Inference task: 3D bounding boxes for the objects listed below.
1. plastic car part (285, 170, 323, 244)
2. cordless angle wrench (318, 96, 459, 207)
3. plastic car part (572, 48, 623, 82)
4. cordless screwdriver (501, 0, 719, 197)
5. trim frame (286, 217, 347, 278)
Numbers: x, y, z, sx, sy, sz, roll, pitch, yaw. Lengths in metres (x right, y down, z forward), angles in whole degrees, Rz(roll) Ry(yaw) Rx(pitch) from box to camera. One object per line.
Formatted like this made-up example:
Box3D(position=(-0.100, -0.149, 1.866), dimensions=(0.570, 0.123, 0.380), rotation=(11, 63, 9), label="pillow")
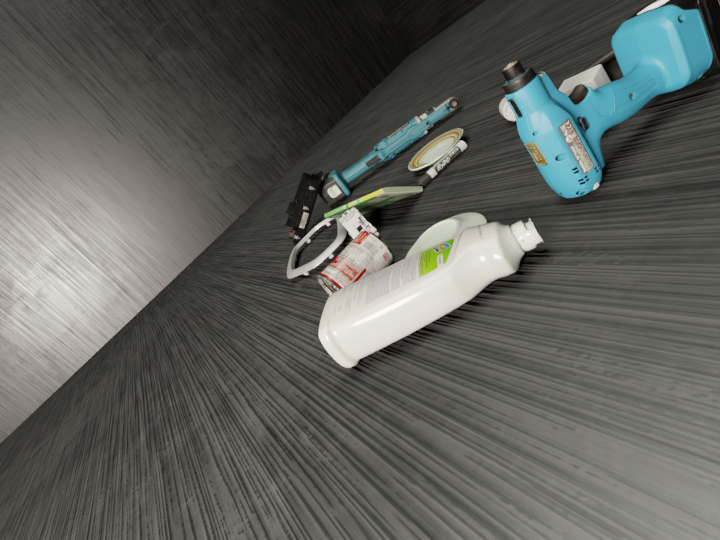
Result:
Box3D(position=(-0.155, -0.172, 1.115), dimensions=(0.203, 0.065, 0.068), rotation=(-69, 17, -2), label="plastic car part")
Box3D(position=(0.068, -0.319, 1.118), dimensions=(0.429, 0.072, 0.100), rotation=(-32, 22, 18), label="cordless angle wrench")
Box3D(position=(0.335, -0.259, 0.573), dimensions=(0.119, 0.065, 0.070), rotation=(-28, 8, 39), label="plastic car part")
Box3D(position=(0.271, -0.214, 0.452), dimensions=(0.248, 0.154, 0.077), rotation=(-41, 17, -4), label="cordless screwdriver")
Box3D(position=(-0.093, -0.061, 0.953), dimensions=(0.185, 0.027, 0.254), rotation=(-38, 20, 11), label="trim frame")
